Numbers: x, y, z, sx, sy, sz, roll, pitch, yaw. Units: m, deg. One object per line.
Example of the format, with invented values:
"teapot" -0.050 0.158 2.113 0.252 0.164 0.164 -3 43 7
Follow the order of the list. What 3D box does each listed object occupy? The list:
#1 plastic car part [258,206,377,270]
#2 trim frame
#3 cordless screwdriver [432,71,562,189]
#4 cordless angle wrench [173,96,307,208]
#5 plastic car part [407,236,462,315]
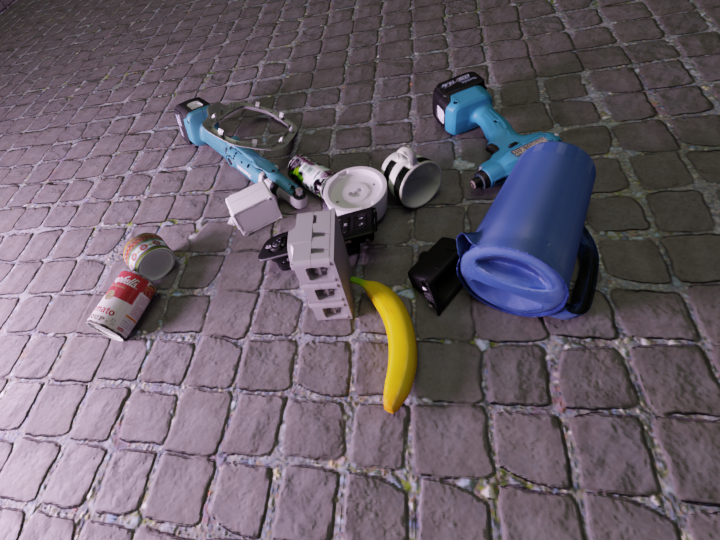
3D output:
"plastic car part" -0.067 -0.044 0.684 0.207 0.064 0.068 -10 49 16
"trim frame" -0.231 -0.313 0.897 0.184 0.027 0.252 18 37 -1
"cordless screwdriver" 0.211 -0.249 0.761 0.158 0.071 0.261 -27 55 -5
"cordless angle wrench" -0.252 -0.241 0.884 0.073 0.095 0.445 -33 55 -27
"plastic car part" 0.114 -0.005 0.618 0.075 0.063 0.115 19 57 42
